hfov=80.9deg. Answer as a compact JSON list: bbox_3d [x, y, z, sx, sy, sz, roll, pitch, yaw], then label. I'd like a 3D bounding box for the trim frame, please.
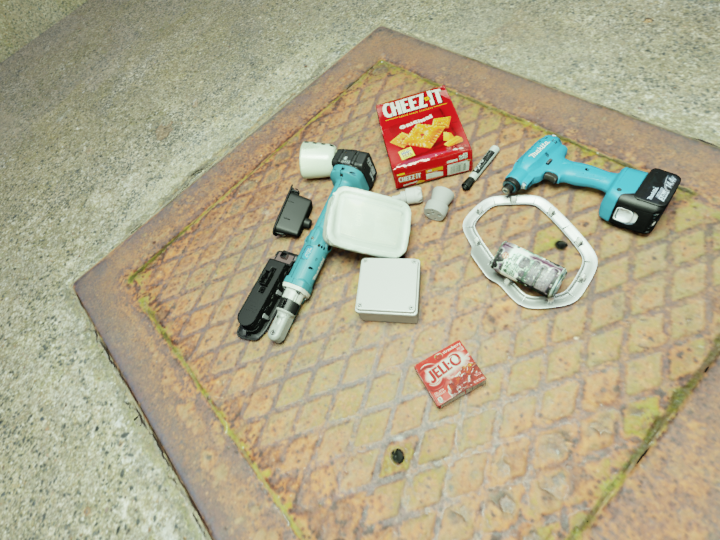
[{"bbox_3d":[0.297,-0.045,0.761,0.185,0.026,0.260,-27,59,2],"label":"trim frame"}]

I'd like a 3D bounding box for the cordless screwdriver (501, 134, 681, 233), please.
[{"bbox_3d":[0.396,-0.149,0.756,0.158,0.071,0.262,-42,55,-17],"label":"cordless screwdriver"}]

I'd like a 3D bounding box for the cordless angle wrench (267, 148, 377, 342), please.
[{"bbox_3d":[-0.083,-0.054,0.852,0.078,0.093,0.425,15,70,25],"label":"cordless angle wrench"}]

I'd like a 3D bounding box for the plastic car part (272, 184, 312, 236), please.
[{"bbox_3d":[-0.139,-0.117,0.924,0.072,0.064,0.118,14,69,7],"label":"plastic car part"}]

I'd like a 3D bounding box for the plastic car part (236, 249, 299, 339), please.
[{"bbox_3d":[-0.185,0.043,0.844,0.068,0.064,0.204,18,71,16],"label":"plastic car part"}]
